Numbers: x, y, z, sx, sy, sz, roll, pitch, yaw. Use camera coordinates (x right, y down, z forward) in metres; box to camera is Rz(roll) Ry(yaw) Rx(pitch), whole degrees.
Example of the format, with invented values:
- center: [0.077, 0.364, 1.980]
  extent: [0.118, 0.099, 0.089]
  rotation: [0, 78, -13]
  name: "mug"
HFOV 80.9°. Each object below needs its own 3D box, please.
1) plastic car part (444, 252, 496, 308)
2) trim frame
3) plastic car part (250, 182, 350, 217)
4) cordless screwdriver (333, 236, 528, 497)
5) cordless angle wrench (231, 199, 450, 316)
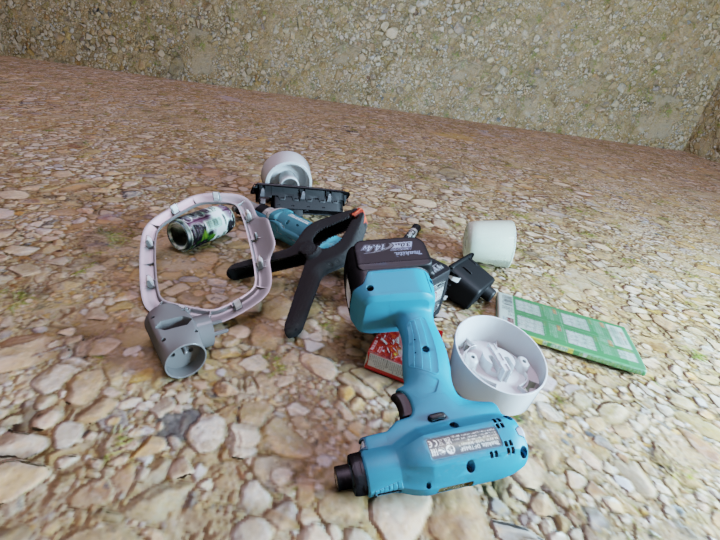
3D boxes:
- center: [0.169, 0.020, 0.646]
  extent: [0.074, 0.065, 0.112]
  rotation: [42, 37, 23]
  name: "plastic car part"
- center: [-0.212, -0.030, 0.585]
  extent: [0.181, 0.026, 0.260]
  rotation: [-14, 48, -11]
  name: "trim frame"
- center: [-0.114, -0.138, 0.845]
  extent: [0.197, 0.068, 0.067]
  rotation: [-3, -14, -18]
  name: "plastic car part"
- center: [0.031, 0.082, 0.419]
  extent: [0.157, 0.072, 0.260]
  rotation: [-9, 50, -10]
  name: "cordless screwdriver"
- center: [-0.067, -0.044, 0.686]
  extent: [0.447, 0.073, 0.094]
  rotation: [27, 32, 35]
  name: "cordless angle wrench"
